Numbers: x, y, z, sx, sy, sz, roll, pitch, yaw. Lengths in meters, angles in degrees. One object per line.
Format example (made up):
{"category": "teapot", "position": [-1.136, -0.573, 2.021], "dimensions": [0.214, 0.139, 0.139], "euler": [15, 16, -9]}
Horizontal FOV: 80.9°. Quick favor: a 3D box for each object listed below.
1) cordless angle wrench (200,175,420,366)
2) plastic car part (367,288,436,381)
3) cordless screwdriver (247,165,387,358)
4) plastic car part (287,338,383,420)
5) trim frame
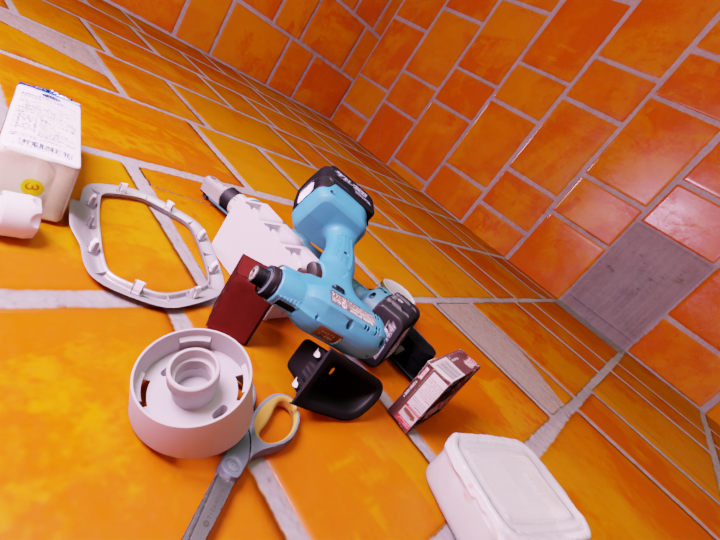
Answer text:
{"category": "cordless angle wrench", "position": [-0.108, -0.031, 0.653], "dimensions": [0.440, 0.098, 0.071], "euler": [38, 22, 22]}
{"category": "plastic car part", "position": [0.045, 0.086, 0.663], "dimensions": [0.063, 0.067, 0.213], "euler": [20, 25, -54]}
{"category": "cordless screwdriver", "position": [-0.048, -0.032, 0.495], "dimensions": [0.152, 0.075, 0.257], "euler": [33, 34, -29]}
{"category": "plastic car part", "position": [-0.035, 0.114, 0.462], "dimensions": [0.075, 0.066, 0.110], "euler": [34, -4, 44]}
{"category": "trim frame", "position": [-0.261, -0.041, 0.523], "dimensions": [0.174, 0.027, 0.262], "euler": [15, 28, -40]}
